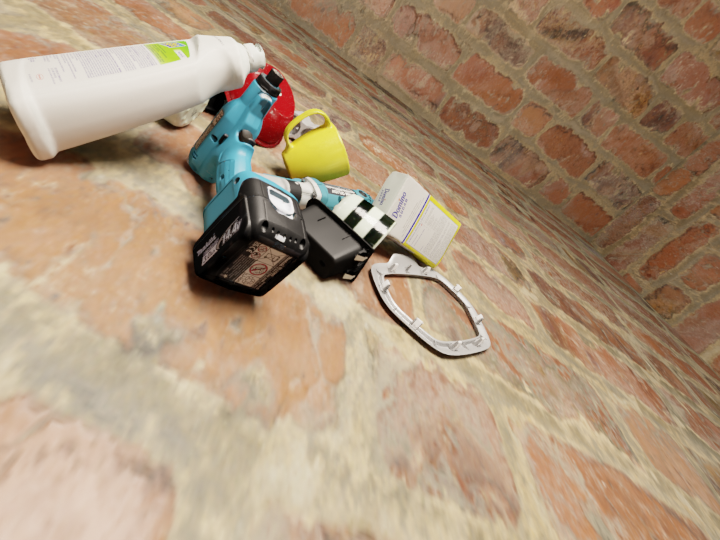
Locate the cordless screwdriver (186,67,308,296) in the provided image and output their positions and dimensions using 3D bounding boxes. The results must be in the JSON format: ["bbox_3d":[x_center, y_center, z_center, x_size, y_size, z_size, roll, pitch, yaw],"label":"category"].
[{"bbox_3d":[-0.117,-0.107,0.450,0.070,0.161,0.261,26,30,-43],"label":"cordless screwdriver"}]

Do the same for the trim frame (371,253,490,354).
[{"bbox_3d":[0.112,0.047,0.644,0.236,0.027,0.193,4,41,-46],"label":"trim frame"}]

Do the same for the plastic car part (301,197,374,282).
[{"bbox_3d":[-0.053,-0.034,0.539,0.120,0.066,0.069,43,41,16],"label":"plastic car part"}]

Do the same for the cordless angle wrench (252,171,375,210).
[{"bbox_3d":[-0.011,-0.106,0.689,0.402,0.074,0.103,2,45,-47],"label":"cordless angle wrench"}]

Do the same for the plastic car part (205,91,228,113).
[{"bbox_3d":[-0.244,-0.301,0.719,0.194,0.068,0.069,-7,59,-52],"label":"plastic car part"}]
